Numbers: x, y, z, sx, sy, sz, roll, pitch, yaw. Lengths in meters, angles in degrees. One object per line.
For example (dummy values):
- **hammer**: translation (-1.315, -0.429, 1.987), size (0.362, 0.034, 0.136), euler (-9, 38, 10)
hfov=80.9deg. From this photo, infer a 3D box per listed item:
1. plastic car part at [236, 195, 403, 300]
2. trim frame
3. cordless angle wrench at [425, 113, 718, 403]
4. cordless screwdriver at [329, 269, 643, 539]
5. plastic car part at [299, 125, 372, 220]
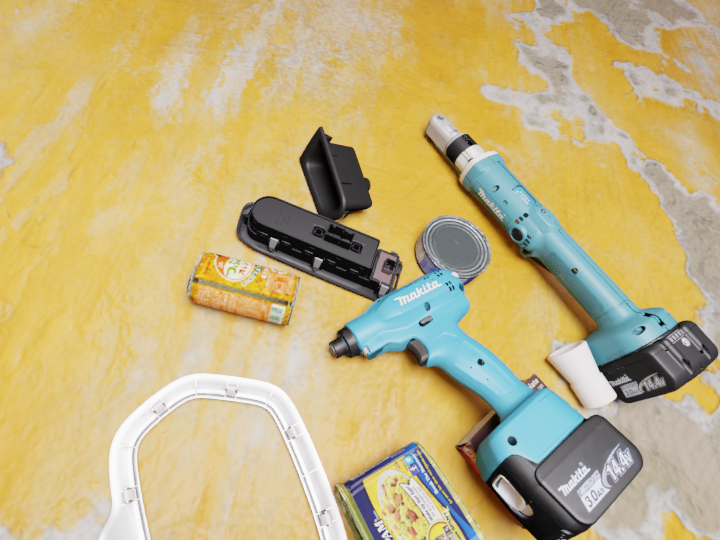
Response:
- **plastic car part**: translation (-0.047, -0.031, 0.480), size (0.204, 0.066, 0.067), euler (21, 67, 3)
- **trim frame**: translation (-0.113, 0.206, 0.352), size (0.180, 0.027, 0.257), euler (-19, 68, -19)
- **cordless angle wrench**: translation (0.214, -0.052, 0.528), size (0.073, 0.096, 0.440), euler (-24, 65, -21)
- **cordless screwdriver**: translation (0.093, 0.114, 0.390), size (0.156, 0.072, 0.262), euler (-25, 52, -20)
- **plastic car part**: translation (-0.023, -0.114, 0.534), size (0.068, 0.066, 0.120), euler (-8, 66, -33)
